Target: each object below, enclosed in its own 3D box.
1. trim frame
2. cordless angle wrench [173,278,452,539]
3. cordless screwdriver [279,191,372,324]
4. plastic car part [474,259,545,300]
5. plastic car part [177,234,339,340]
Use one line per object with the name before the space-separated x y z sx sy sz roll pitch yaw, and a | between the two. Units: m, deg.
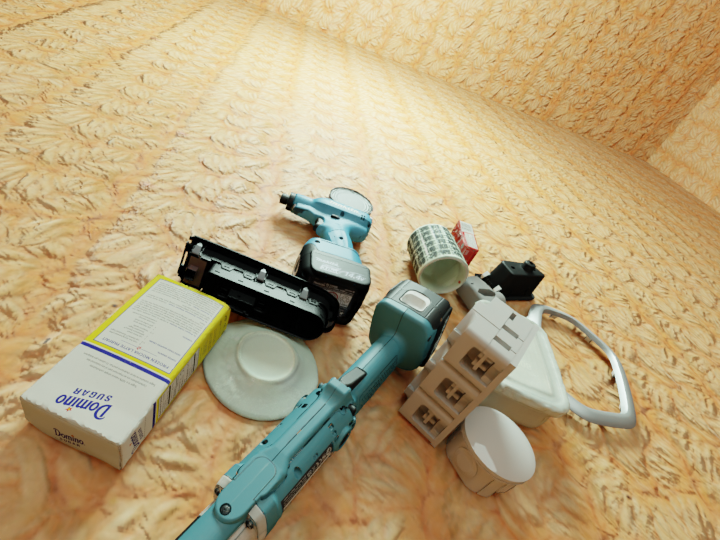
trim frame | 0.335 0.141 0.667 0.187 0.027 0.247 30 37 6
cordless angle wrench | -0.035 0.141 0.399 0.078 0.096 0.413 28 38 22
cordless screwdriver | -0.062 -0.040 0.630 0.157 0.074 0.255 18 31 -9
plastic car part | 0.282 0.012 0.766 0.112 0.070 0.069 2 43 -26
plastic car part | -0.118 0.028 0.496 0.199 0.066 0.068 21 18 -9
